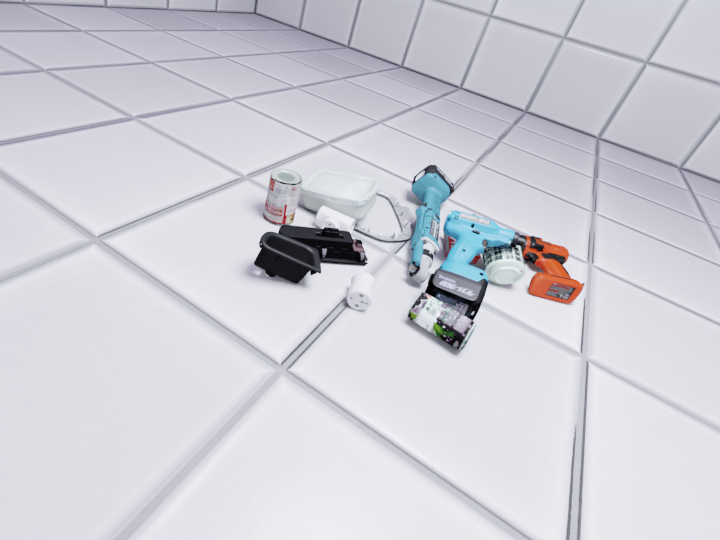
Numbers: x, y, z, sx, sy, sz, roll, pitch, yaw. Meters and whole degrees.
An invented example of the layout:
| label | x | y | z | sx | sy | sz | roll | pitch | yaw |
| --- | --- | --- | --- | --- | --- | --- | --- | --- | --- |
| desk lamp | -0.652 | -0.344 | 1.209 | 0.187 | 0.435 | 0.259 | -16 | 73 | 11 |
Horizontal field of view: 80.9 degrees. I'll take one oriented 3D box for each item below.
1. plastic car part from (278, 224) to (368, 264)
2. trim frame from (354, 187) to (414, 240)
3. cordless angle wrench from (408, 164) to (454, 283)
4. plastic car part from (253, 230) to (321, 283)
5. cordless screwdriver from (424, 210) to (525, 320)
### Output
| label | x | y | z | sx | sy | sz | roll | pitch | yaw |
| --- | --- | --- | --- | --- | --- | --- | --- | --- | --- |
| plastic car part | -0.081 | -0.053 | 0.824 | 0.198 | 0.066 | 0.069 | 2 | 45 | -15 |
| trim frame | 0.036 | -0.147 | 1.024 | 0.180 | 0.027 | 0.258 | 7 | 34 | -14 |
| cordless angle wrench | 0.154 | -0.111 | 0.973 | 0.095 | 0.076 | 0.427 | 41 | 36 | -18 |
| plastic car part | -0.135 | -0.016 | 0.740 | 0.112 | 0.071 | 0.068 | 21 | 31 | -23 |
| cordless screwdriver | 0.221 | -0.013 | 0.809 | 0.164 | 0.072 | 0.250 | 16 | 49 | 13 |
